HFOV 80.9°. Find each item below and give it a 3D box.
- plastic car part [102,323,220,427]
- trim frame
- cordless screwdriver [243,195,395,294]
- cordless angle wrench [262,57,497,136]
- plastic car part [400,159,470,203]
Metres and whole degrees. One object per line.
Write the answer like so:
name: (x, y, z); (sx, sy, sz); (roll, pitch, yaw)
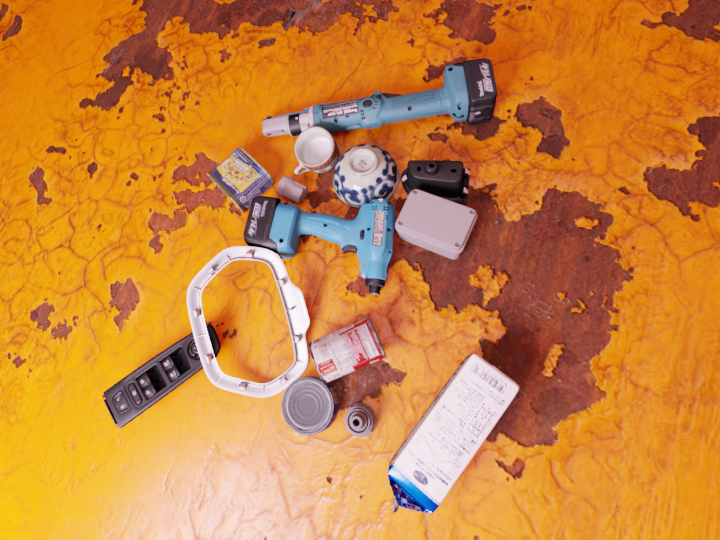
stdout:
plastic car part: (-0.314, 0.172, 0.700); (0.202, 0.064, 0.069); (-38, 64, -6)
trim frame: (-0.177, 0.082, 0.680); (0.182, 0.028, 0.249); (-15, 87, -7)
cordless screwdriver: (-0.070, -0.046, 0.716); (0.253, 0.072, 0.161); (4, 74, 9)
cordless angle wrench: (0.018, -0.293, 0.778); (0.431, 0.071, 0.100); (-6, 73, 13)
plastic car part: (0.126, -0.159, 0.710); (0.119, 0.069, 0.067); (8, 74, 10)
